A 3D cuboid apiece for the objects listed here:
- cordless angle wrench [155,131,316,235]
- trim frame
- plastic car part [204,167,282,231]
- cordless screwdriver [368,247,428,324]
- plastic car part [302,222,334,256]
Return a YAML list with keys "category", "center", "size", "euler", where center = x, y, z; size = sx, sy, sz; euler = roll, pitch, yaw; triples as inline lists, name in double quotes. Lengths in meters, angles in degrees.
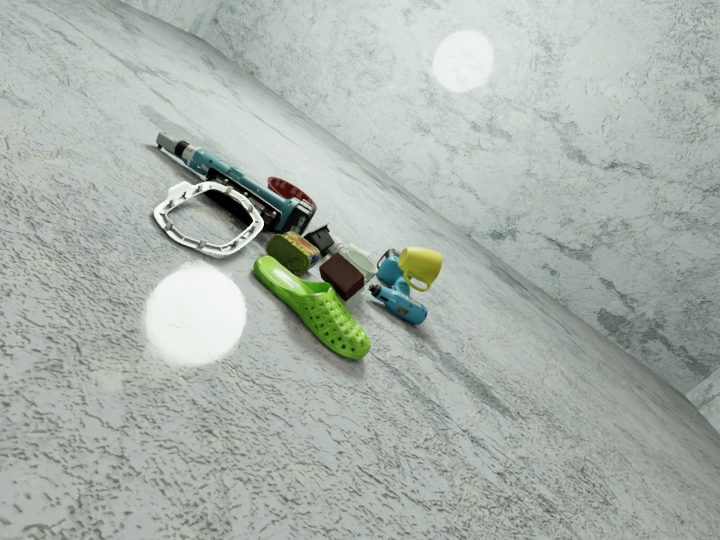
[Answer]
- category: "cordless angle wrench"
  center: [-0.310, -0.217, 1.023]
  size: [0.423, 0.098, 0.074]
  euler: [32, 24, 0]
- category: "trim frame"
  center: [-0.294, -0.113, 0.841]
  size: [0.185, 0.027, 0.248]
  euler: [32, 33, 0]
- category: "plastic car part"
  center: [-0.284, -0.155, 0.972]
  size: [0.204, 0.066, 0.066]
  euler: [38, 46, 3]
- category: "cordless screwdriver"
  center: [0.084, 0.027, 1.117]
  size: [0.155, 0.074, 0.255]
  euler: [29, 25, -16]
- category: "plastic car part"
  center: [-0.104, -0.068, 1.062]
  size: [0.071, 0.067, 0.115]
  euler: [50, 23, -3]
